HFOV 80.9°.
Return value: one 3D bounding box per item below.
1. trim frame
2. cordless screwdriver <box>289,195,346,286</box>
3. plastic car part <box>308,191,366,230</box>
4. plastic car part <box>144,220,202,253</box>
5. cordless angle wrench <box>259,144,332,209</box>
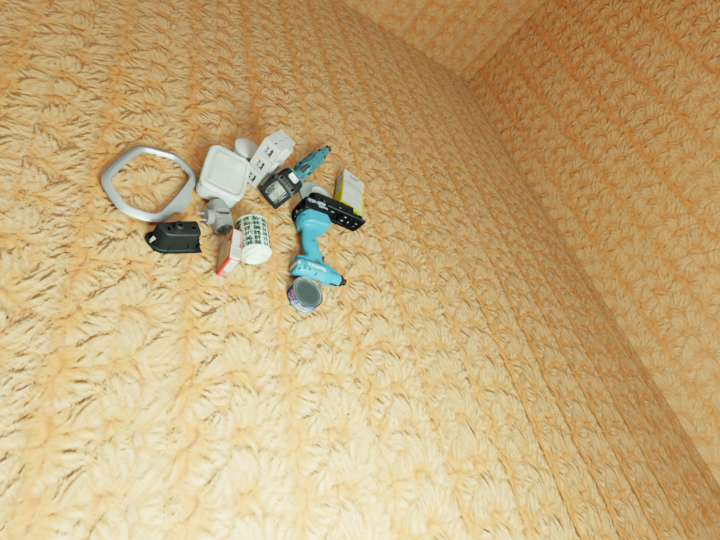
[{"bbox_3d":[-0.480,-0.204,0.978,0.179,0.028,0.253,30,39,-15],"label":"trim frame"},{"bbox_3d":[-0.112,-0.073,1.146,0.152,0.075,0.257,19,49,-30],"label":"cordless screwdriver"},{"bbox_3d":[-0.081,-0.183,1.264,0.194,0.068,0.068,16,64,-28],"label":"plastic car part"},{"bbox_3d":[-0.390,-0.078,0.905,0.111,0.072,0.068,-4,59,-48],"label":"plastic car part"},{"bbox_3d":[-0.173,-0.315,1.305,0.073,0.100,0.423,50,32,-15],"label":"cordless angle wrench"}]
